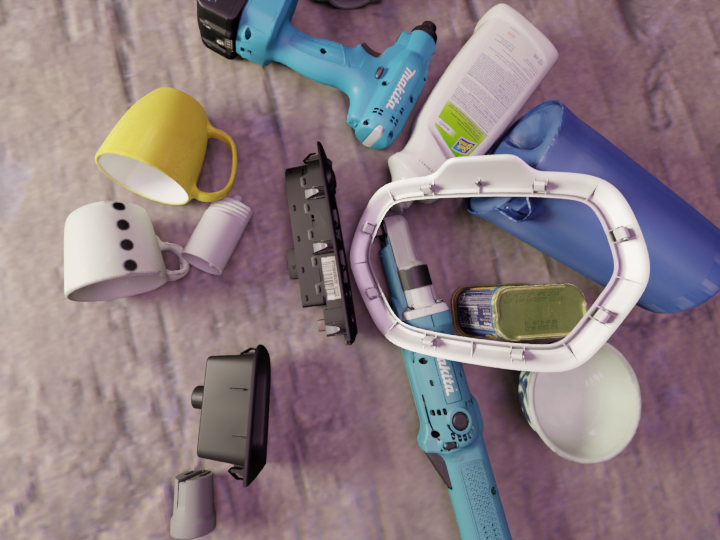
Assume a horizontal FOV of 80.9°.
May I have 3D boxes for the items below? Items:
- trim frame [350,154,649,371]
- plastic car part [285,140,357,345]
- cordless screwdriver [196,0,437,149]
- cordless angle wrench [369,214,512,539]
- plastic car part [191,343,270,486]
[{"bbox_3d":[0.103,-0.010,0.377,0.260,0.026,0.185,4,86,29],"label":"trim frame"},{"bbox_3d":[-0.043,-0.028,0.435,0.069,0.064,0.204,-7,84,15],"label":"plastic car part"},{"bbox_3d":[-0.039,-0.258,0.460,0.245,0.075,0.159,28,79,-8],"label":"cordless screwdriver"},{"bbox_3d":[0.087,0.147,0.422,0.097,0.074,0.428,-13,82,-11],"label":"cordless angle wrench"},{"bbox_3d":[-0.125,0.130,0.402,0.071,0.065,0.118,-2,80,3],"label":"plastic car part"}]
